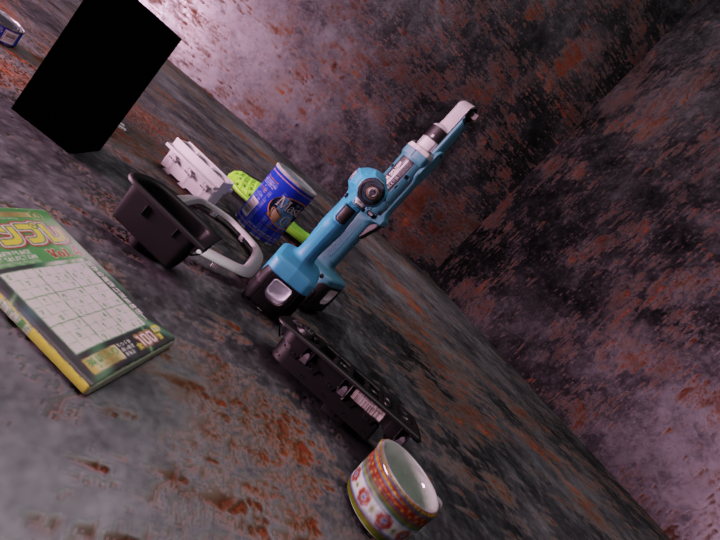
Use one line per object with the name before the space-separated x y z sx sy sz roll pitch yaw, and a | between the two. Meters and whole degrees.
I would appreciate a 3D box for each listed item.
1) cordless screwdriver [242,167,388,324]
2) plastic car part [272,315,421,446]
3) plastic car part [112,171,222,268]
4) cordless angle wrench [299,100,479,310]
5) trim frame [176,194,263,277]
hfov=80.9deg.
cordless screwdriver | -0.056 -0.037 0.571 0.073 0.249 0.161 41 10 -10
plastic car part | -0.026 0.131 0.493 0.206 0.067 0.065 43 10 7
plastic car part | -0.228 -0.048 0.481 0.115 0.071 0.066 41 10 -6
cordless angle wrench | 0.029 -0.109 0.702 0.102 0.424 0.071 48 12 26
trim frame | -0.230 -0.060 0.656 0.180 0.027 0.253 40 10 -12
